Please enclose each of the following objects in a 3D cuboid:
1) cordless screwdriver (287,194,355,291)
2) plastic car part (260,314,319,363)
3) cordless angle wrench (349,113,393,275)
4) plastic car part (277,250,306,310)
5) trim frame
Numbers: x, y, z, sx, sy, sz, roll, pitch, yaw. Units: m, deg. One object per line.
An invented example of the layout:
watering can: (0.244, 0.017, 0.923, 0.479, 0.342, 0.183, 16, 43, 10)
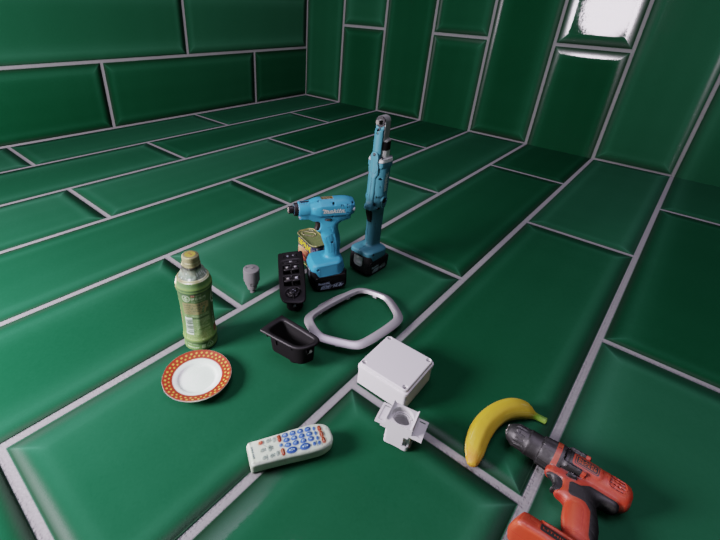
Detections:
cordless screwdriver: (-0.103, -0.067, 1.049, 0.156, 0.242, 0.078, -5, 33, -16)
plastic car part: (-0.141, 0.153, 0.863, 0.122, 0.069, 0.064, 25, 37, 30)
cordless angle wrench: (0.039, -0.186, 1.087, 0.078, 0.412, 0.095, 29, 38, 33)
plastic car part: (-0.172, 0.029, 1.057, 0.065, 0.065, 0.211, -2, 33, -11)
trim frame: (-0.014, 0.107, 0.984, 0.194, 0.027, 0.241, 29, 41, 34)
